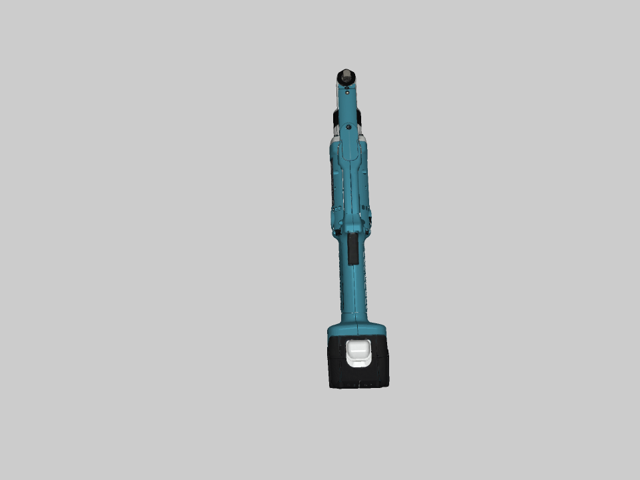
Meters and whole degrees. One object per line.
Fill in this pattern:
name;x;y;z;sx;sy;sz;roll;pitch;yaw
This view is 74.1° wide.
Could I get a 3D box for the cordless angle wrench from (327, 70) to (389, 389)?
cordless angle wrench;0.041;-0.026;0.569;0.074;0.422;0.098;-2;-9;1
